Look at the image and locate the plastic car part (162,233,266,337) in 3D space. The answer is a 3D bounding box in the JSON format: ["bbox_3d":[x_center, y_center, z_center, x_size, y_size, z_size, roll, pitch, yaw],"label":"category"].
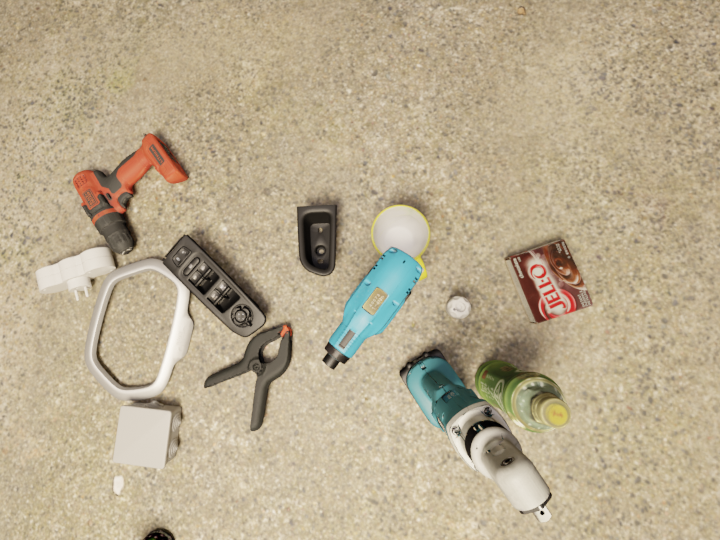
[{"bbox_3d":[-0.241,0.031,0.717,0.207,0.066,0.066,43,87,11],"label":"plastic car part"}]

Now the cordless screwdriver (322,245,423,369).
[{"bbox_3d":[0.011,0.057,0.593,0.075,0.245,0.159,37,86,5],"label":"cordless screwdriver"}]

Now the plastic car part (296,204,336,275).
[{"bbox_3d":[-0.069,-0.045,0.708,0.066,0.070,0.118,-2,81,3],"label":"plastic car part"}]

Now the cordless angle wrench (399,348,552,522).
[{"bbox_3d":[0.110,0.159,0.478,0.074,0.416,0.099,-32,84,-2],"label":"cordless angle wrench"}]

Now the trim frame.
[{"bbox_3d":[-0.388,0.101,0.742,0.187,0.027,0.250,10,82,8],"label":"trim frame"}]
